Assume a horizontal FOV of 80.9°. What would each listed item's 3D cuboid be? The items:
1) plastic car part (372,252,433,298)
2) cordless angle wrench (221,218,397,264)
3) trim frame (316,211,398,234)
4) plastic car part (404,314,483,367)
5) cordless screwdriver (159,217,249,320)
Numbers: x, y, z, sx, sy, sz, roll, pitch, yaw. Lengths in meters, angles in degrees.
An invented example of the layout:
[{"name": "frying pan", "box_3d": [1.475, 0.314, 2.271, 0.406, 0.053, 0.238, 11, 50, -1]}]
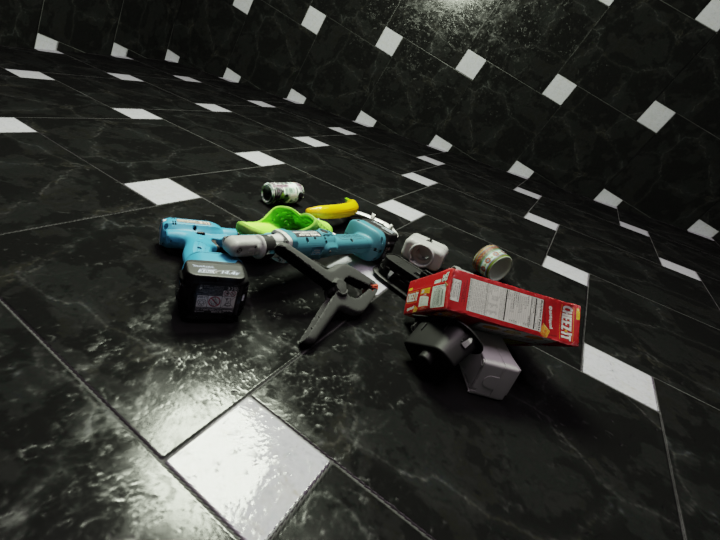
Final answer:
[{"name": "plastic car part", "box_3d": [0.108, 0.026, 0.828, 0.064, 0.066, 0.214, -20, 41, -42]}, {"name": "cordless angle wrench", "box_3d": [-0.077, -0.051, 0.792, 0.103, 0.074, 0.404, 33, 23, 30]}, {"name": "trim frame", "box_3d": [-0.015, -0.117, 1.072, 0.237, 0.027, 0.195, -3, 33, -38]}, {"name": "plastic car part", "box_3d": [0.110, 0.112, 0.623, 0.070, 0.065, 0.121, -35, 15, -26]}, {"name": "cordless screwdriver", "box_3d": [-0.239, -0.017, 0.701, 0.152, 0.073, 0.263, 3, 26, -31]}]
